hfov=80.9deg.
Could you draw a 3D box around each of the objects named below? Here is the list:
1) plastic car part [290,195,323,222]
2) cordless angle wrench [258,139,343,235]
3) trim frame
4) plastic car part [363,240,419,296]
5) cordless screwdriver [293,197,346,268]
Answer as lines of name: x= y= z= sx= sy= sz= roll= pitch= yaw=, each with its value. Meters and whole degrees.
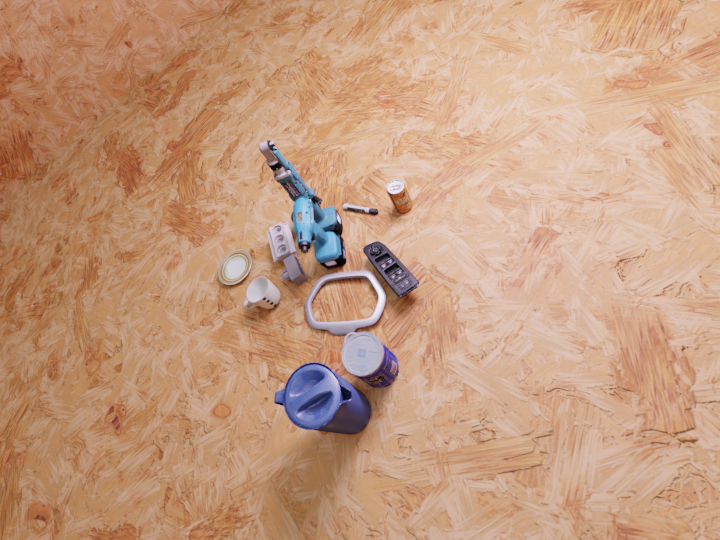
plastic car part: x=-0.171 y=-0.183 z=1.374 sx=0.070 sy=0.067 sz=0.116 roll=33 pitch=80 yaw=34
cordless angle wrench: x=-0.168 y=-0.218 z=1.185 sx=0.100 sy=0.401 sz=0.077 roll=-16 pitch=59 yaw=15
trim frame: x=-0.047 y=0.089 z=1.192 sx=0.256 sy=0.026 sz=0.188 roll=-8 pitch=61 yaw=22
plastic car part: x=0.082 y=-0.005 z=1.158 sx=0.066 sy=0.063 sz=0.214 roll=-39 pitch=54 yaw=1
cordless screwdriver: x=-0.116 y=-0.076 z=1.185 sx=0.076 sy=0.236 sz=0.164 roll=-15 pitch=59 yaw=15
